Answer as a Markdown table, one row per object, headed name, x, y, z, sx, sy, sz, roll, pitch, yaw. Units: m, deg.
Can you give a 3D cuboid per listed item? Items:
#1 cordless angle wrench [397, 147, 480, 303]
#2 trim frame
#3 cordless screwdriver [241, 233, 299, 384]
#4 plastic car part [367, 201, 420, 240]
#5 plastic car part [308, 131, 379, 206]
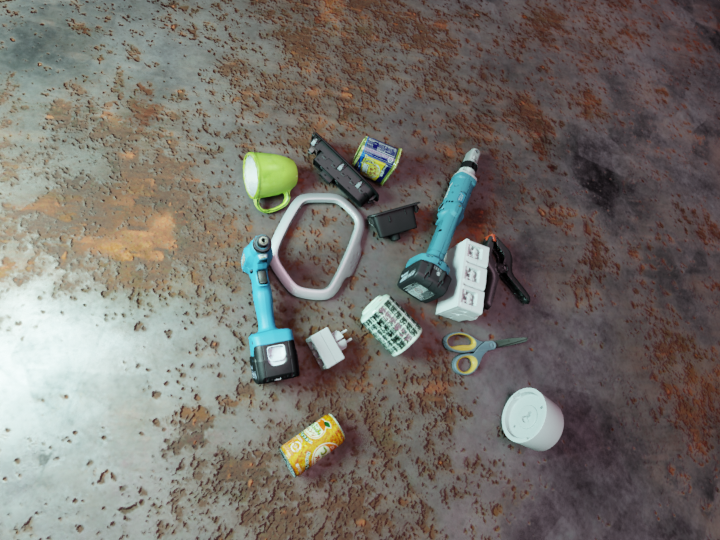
| name | x | y | z | sx | sy | sz | roll | pitch | yaw |
| --- | --- | --- | --- | --- | --- | --- | --- | --- | --- |
| cordless angle wrench | 0.201 | -0.127 | 0.945 | 0.073 | 0.099 | 0.425 | 31 | 62 | -10 |
| trim frame | -0.086 | -0.056 | 0.877 | 0.183 | 0.027 | 0.250 | 24 | 64 | -4 |
| cordless screwdriver | -0.164 | 0.065 | 0.739 | 0.072 | 0.160 | 0.254 | -7 | 75 | -21 |
| plastic car part | 0.074 | -0.102 | 0.921 | 0.114 | 0.067 | 0.071 | -21 | 93 | -18 |
| plastic car part | -0.044 | -0.212 | 0.926 | 0.204 | 0.066 | 0.067 | 40 | 75 | 2 |
